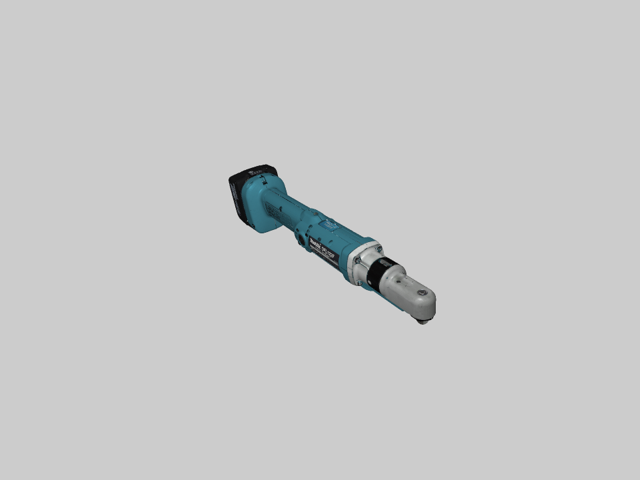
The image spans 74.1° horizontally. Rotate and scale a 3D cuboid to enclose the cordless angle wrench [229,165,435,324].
[{"bbox_3d":[-0.004,-0.009,0.587,0.074,0.098,0.422,-25,35,-25],"label":"cordless angle wrench"}]
